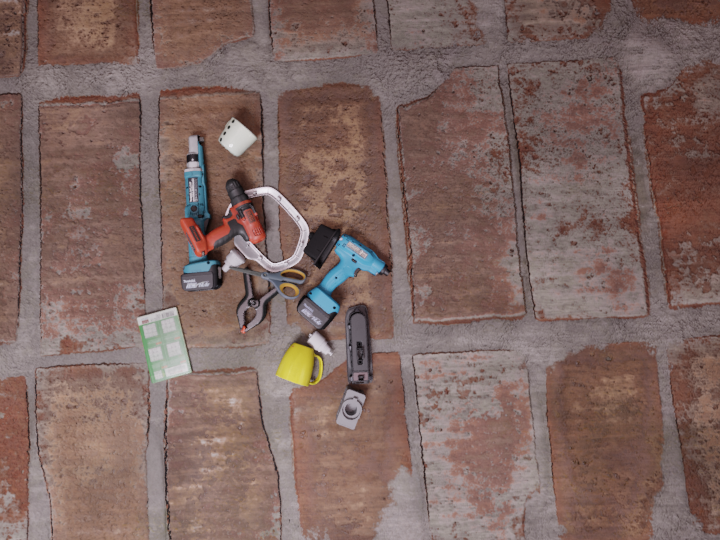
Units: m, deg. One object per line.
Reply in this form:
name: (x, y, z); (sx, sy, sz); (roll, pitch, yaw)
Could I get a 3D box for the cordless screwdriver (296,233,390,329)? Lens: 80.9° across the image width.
cordless screwdriver: (-0.046, 0.044, 1.101); (0.160, 0.074, 0.248); (34, 82, 2)

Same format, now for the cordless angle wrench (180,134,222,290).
cordless angle wrench: (-0.434, -0.158, 1.126); (0.098, 0.074, 0.427); (-6, 83, -2)

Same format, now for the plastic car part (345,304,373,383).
plastic car part: (-0.006, 0.193, 1.094); (0.067, 0.066, 0.205); (-4, 83, 5)

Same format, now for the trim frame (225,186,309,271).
trim frame: (-0.252, -0.113, 1.139); (0.184, 0.027, 0.250); (-42, 87, -2)

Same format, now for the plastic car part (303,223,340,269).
plastic car part: (-0.110, -0.072, 1.121); (0.073, 0.064, 0.116); (28, 83, 14)
